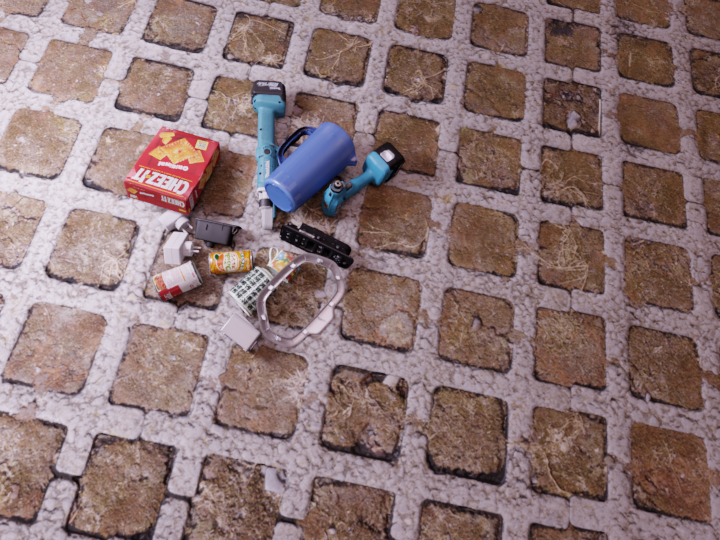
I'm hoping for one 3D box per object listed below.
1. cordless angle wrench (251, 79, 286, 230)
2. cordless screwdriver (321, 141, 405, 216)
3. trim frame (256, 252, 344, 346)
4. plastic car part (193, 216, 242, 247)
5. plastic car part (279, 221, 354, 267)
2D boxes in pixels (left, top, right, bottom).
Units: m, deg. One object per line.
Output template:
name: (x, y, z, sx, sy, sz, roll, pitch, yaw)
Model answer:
cordless angle wrench: (-0.252, -0.313, 1.150, 0.096, 0.074, 0.430, 0, 75, -11)
cordless screwdriver: (0.005, -0.244, 1.101, 0.246, 0.158, 0.075, -39, 84, -17)
trim frame: (-0.141, 0.071, 1.028, 0.247, 0.029, 0.177, -46, 112, -18)
plastic car part: (-0.371, -0.092, 1.080, 0.117, 0.066, 0.071, 9, 87, 0)
plastic car part: (-0.107, -0.070, 1.092, 0.205, 0.065, 0.067, 29, 47, 5)
